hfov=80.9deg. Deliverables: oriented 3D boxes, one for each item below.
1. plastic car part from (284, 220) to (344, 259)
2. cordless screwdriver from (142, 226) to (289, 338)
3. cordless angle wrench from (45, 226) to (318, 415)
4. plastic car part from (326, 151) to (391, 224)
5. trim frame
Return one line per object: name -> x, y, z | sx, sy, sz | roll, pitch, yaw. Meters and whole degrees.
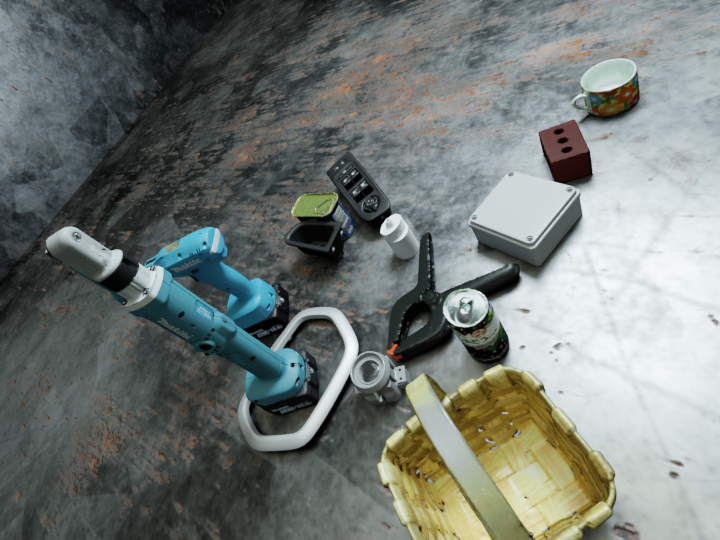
plastic car part -> -0.078, -0.051, 0.800 | 0.123, 0.067, 0.066 | 8, 61, 39
cordless screwdriver -> -0.242, 0.033, 0.728 | 0.163, 0.235, 0.077 | -21, 46, 20
cordless angle wrench -> -0.196, 0.077, 0.540 | 0.100, 0.400, 0.077 | -24, 45, 18
plastic car part -> 0.002, -0.152, 0.825 | 0.066, 0.063, 0.214 | -37, 43, 5
trim frame -> -0.101, 0.166, 0.676 | 0.194, 0.026, 0.249 | 13, 65, 41
